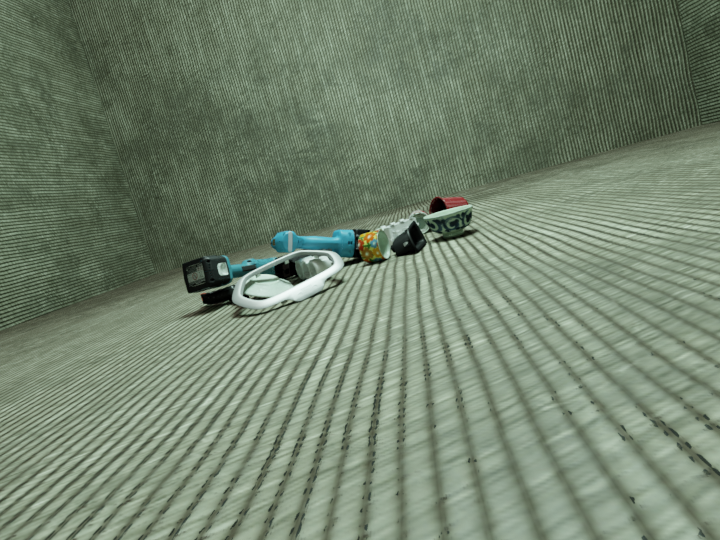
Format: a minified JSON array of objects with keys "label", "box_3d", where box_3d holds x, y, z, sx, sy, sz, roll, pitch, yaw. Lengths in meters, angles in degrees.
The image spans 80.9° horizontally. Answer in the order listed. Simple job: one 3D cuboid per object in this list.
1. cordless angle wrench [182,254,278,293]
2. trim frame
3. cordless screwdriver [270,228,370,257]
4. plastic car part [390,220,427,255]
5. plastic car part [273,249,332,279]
[{"label":"cordless angle wrench","box_3d":[-0.297,-0.005,1.156,0.101,0.075,0.408,-16,-2,25]},{"label":"trim frame","box_3d":[-0.152,0.015,0.883,0.242,0.027,0.195,-27,30,-27]},{"label":"cordless screwdriver","box_3d":[-0.108,-0.070,1.102,0.241,0.074,0.164,0,1,-21]},{"label":"plastic car part","box_3d":[0.109,-0.068,1.023,0.072,0.066,0.114,-29,5,28]},{"label":"plastic car part","box_3d":[-0.136,-0.027,1.157,0.196,0.065,0.070,-23,20,-37]}]
